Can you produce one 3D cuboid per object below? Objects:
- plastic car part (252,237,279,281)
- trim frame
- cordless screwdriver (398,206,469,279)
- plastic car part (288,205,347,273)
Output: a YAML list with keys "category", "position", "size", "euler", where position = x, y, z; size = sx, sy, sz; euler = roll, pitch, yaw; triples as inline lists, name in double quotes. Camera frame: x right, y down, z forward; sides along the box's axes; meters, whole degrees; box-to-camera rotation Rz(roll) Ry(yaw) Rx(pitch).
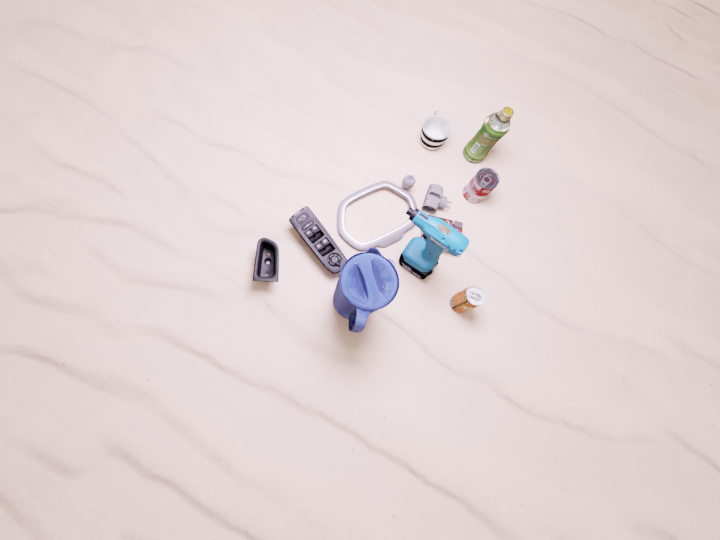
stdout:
- category: "plastic car part"
  position: [-0.247, -0.021, 1.120]
  size: [0.065, 0.070, 0.119]
  euler: [3, 72, -7]
- category: "trim frame"
  position: [0.048, -0.158, 1.215]
  size: [0.245, 0.027, 0.188]
  euler: [-28, 76, -13]
- category: "cordless screwdriver"
  position: [0.158, -0.070, 1.079]
  size: [0.161, 0.247, 0.074]
  euler: [37, 72, 3]
- category: "plastic car part"
  position: [-0.113, -0.074, 1.152]
  size: [0.065, 0.066, 0.207]
  euler: [-36, 78, -16]
